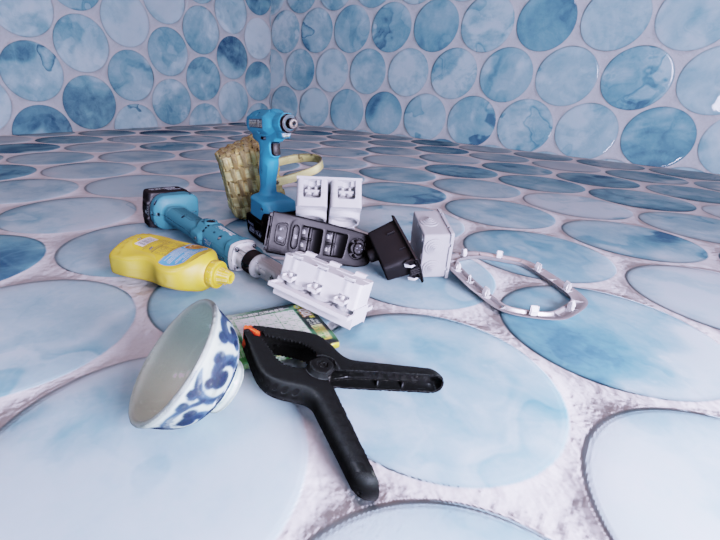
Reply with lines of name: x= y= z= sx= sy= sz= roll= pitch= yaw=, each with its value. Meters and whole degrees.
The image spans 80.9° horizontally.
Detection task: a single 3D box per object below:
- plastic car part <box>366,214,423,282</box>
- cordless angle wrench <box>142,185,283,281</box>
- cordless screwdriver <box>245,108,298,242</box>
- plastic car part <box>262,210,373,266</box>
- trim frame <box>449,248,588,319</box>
plastic car part: x=0.048 y=-0.030 z=0.697 sx=0.071 sy=0.063 sz=0.122 roll=-25 pitch=50 yaw=-1
cordless angle wrench: x=-0.269 y=-0.065 z=0.761 sx=0.094 sy=0.073 sz=0.448 roll=-15 pitch=31 yaw=-43
cordless screwdriver: x=-0.161 y=-0.177 z=0.801 sx=0.071 sy=0.244 sz=0.168 roll=-10 pitch=21 yaw=-33
plastic car part: x=-0.070 y=-0.046 z=0.714 sx=0.195 sy=0.067 sz=0.069 roll=10 pitch=-8 yaw=-24
trim frame: x=0.241 y=0.013 z=0.687 sx=0.181 sy=0.027 sz=0.258 roll=-3 pitch=26 yaw=-10
